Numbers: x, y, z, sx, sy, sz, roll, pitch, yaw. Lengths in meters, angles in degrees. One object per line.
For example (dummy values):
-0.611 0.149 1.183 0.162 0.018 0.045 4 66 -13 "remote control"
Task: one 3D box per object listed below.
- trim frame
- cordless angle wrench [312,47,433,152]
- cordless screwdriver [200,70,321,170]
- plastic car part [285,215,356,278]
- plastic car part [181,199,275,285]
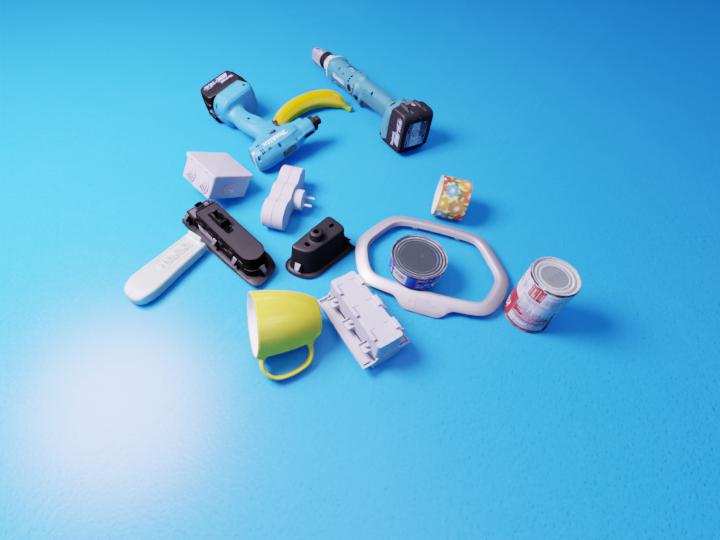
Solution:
0.113 -0.010 0.687 0.252 0.027 0.186 15 52 7 "trim frame"
-0.003 -0.417 0.961 0.072 0.095 0.445 -21 53 -24 "cordless angle wrench"
-0.208 -0.323 0.872 0.158 0.072 0.260 -38 65 -13 "cordless screwdriver"
-0.066 -0.043 0.678 0.069 0.069 0.114 37 56 23 "plastic car part"
-0.214 -0.058 0.692 0.065 0.066 0.211 -33 63 -34 "plastic car part"
